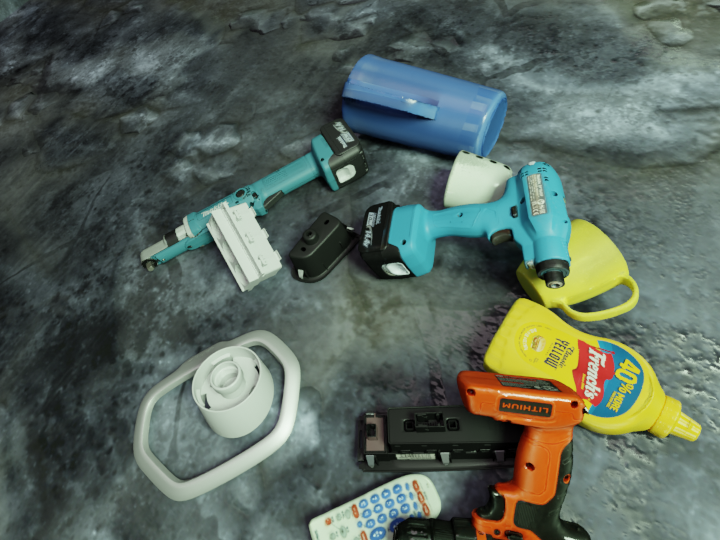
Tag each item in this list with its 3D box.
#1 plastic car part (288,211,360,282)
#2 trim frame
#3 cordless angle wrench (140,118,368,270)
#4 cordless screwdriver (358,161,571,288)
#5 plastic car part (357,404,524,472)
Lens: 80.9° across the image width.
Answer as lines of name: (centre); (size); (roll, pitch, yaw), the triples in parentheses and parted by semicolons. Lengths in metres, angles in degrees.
plastic car part: (-0.062, -0.041, 0.637); (0.069, 0.068, 0.116); (30, 68, 30)
trim frame: (-0.192, 0.182, 0.565); (0.248, 0.026, 0.193); (-31, 56, -1)
cordless angle wrench: (-0.193, -0.116, 0.728); (0.424, 0.071, 0.103); (-28, 56, 2)
cordless screwdriver: (0.122, -0.036, 0.531); (0.258, 0.070, 0.162); (-12, 53, 30)
plastic car part: (0.095, 0.173, 0.459); (0.206, 0.064, 0.068); (-4, 39, 11)
